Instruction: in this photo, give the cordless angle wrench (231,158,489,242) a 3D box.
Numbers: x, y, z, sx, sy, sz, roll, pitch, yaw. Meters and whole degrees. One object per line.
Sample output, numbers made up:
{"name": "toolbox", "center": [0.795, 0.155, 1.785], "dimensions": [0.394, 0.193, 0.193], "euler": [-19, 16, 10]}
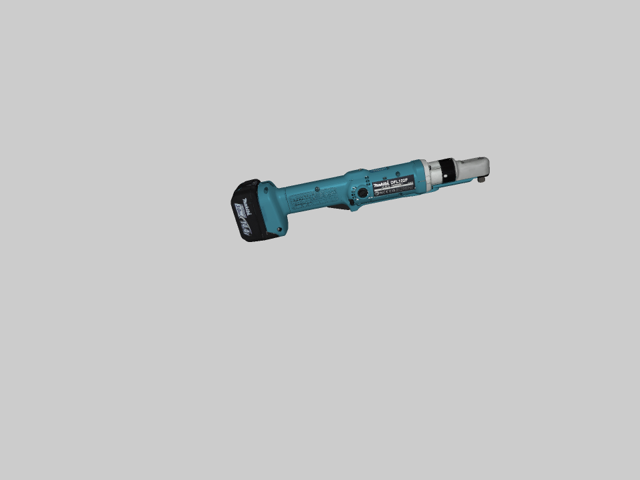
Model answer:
{"name": "cordless angle wrench", "center": [0.067, -0.085, 0.709], "dimensions": [0.423, 0.098, 0.074], "euler": [-11, 25, 5]}
